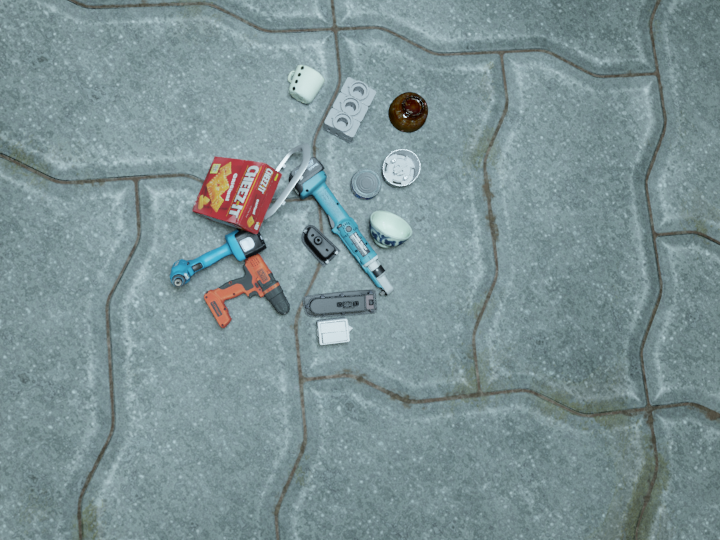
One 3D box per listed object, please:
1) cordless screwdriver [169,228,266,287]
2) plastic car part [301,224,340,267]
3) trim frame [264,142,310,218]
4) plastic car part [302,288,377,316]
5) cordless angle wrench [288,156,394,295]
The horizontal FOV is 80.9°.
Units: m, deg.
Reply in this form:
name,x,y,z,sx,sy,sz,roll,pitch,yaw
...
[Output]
name,x,y,z,sx,sy,sz,roll,pitch,yaw
cordless screwdriver,-0.364,-0.034,1.071,0.247,0.165,0.072,-28,109,-9
plastic car part,-0.111,-0.073,1.139,0.066,0.072,0.116,-44,94,-9
trim frame,-0.207,-0.225,1.090,0.026,0.194,0.248,33,91,-35
plastic car part,-0.053,0.093,1.137,0.202,0.067,0.066,-3,95,-2
cordless angle wrench,-0.039,-0.111,1.150,0.097,0.075,0.422,-36,91,-7
